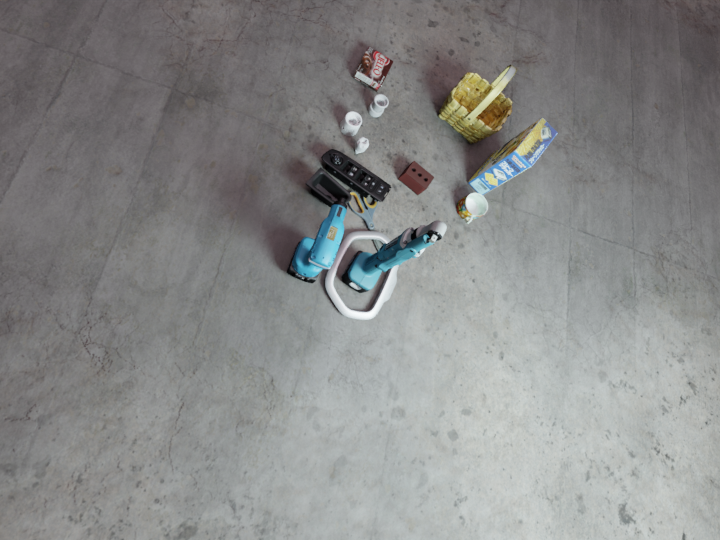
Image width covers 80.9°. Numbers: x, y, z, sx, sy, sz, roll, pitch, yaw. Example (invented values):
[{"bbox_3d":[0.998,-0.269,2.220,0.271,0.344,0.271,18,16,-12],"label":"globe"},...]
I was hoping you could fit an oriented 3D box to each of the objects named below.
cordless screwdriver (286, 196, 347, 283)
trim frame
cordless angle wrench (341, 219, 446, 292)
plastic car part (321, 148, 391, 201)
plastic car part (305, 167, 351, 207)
[{"bbox_3d":[-0.096,-0.063,0.978,0.073,0.252,0.160,23,71,-14],"label":"cordless screwdriver"},{"bbox_3d":[0.010,0.008,1.107,0.182,0.028,0.250,27,70,-7],"label":"trim frame"},{"bbox_3d":[0.067,-0.033,0.920,0.073,0.428,0.098,34,69,-10],"label":"cordless angle wrench"},{"bbox_3d":[-0.018,-0.257,1.152,0.202,0.067,0.066,36,69,-4],"label":"plastic car part"},{"bbox_3d":[-0.087,-0.203,1.116,0.116,0.071,0.066,40,68,-3],"label":"plastic car part"}]
